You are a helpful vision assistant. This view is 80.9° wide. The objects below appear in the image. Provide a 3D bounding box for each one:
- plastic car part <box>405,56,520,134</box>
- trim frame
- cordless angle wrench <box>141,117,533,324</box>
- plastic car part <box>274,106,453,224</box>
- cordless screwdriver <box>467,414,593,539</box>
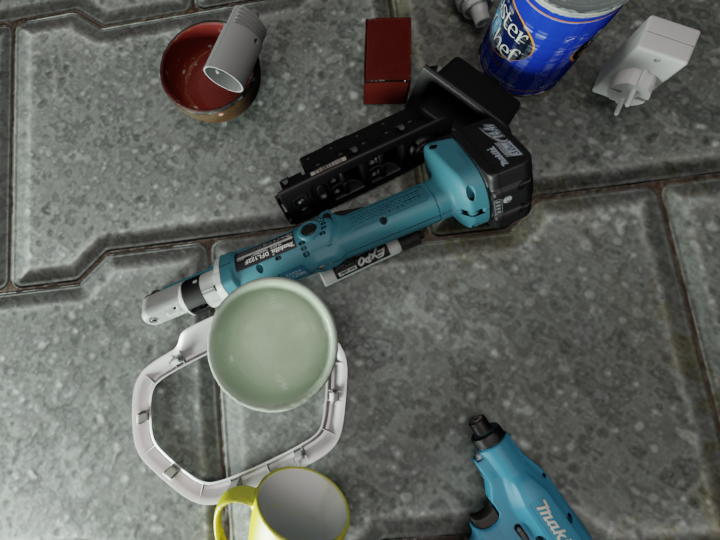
[{"bbox_3d":[0.122,-0.190,0.468,0.118,0.065,0.071,35,71,5],"label":"plastic car part"},{"bbox_3d":[-0.131,0.138,0.454,0.249,0.027,0.187,-25,79,3],"label":"trim frame"},{"bbox_3d":[-0.043,-0.028,0.444,0.426,0.070,0.102,-22,48,7],"label":"cordless angle wrench"},{"bbox_3d":[0.001,-0.122,0.468,0.204,0.063,0.070,-22,56,3],"label":"plastic car part"},{"bbox_3d":[0.076,0.265,0.391,0.248,0.073,0.162,-34,80,-5],"label":"cordless screwdriver"}]
